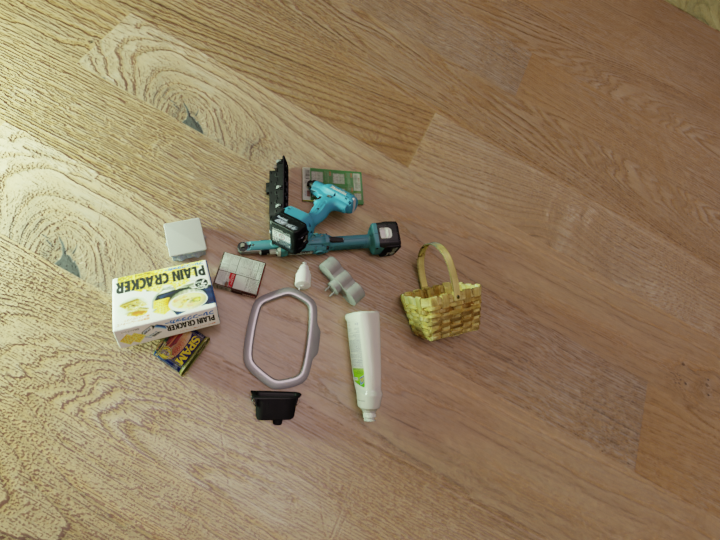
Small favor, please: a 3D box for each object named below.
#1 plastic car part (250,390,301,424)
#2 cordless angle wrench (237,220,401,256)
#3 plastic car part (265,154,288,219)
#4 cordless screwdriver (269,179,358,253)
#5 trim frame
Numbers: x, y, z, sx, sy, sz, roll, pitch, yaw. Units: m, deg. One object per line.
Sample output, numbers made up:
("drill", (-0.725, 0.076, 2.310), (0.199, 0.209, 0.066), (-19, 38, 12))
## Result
("plastic car part", (-0.194, 0.314, 0.964), (0.114, 0.067, 0.071), (8, 85, -14))
("cordless angle wrench", (-0.109, -0.071, 1.114), (0.417, 0.097, 0.076), (-4, 73, -9))
("plastic car part", (-0.224, -0.210, 1.150), (0.066, 0.065, 0.207), (-5, 71, -6))
("cordless screwdriver", (-0.138, -0.155, 1.091), (0.166, 0.072, 0.245), (30, 49, 24))
("trim frame", (-0.188, 0.162, 1.037), (0.181, 0.027, 0.253), (8, 67, -8))
